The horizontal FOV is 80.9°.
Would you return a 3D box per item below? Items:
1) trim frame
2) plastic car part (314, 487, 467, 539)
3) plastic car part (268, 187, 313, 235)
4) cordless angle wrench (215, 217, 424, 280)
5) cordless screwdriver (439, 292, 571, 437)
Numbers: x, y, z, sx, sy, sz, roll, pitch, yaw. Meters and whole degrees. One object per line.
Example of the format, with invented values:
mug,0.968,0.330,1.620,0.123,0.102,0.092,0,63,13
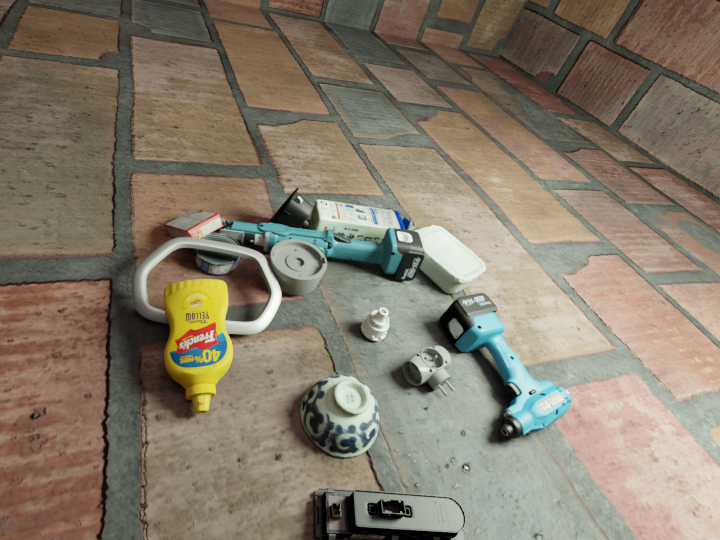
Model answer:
trim frame,-0.257,0.028,0.719,0.243,0.027,0.189,10,54,-12
plastic car part,0.046,0.307,0.533,0.198,0.066,0.068,12,34,-13
plastic car part,-0.143,-0.111,0.894,0.069,0.118,0.067,38,37,-19
cordless angle wrench,-0.085,-0.056,0.872,0.417,0.096,0.077,7,42,-7
cordless screwdriver,0.238,0.165,0.757,0.153,0.073,0.261,-13,53,-33
